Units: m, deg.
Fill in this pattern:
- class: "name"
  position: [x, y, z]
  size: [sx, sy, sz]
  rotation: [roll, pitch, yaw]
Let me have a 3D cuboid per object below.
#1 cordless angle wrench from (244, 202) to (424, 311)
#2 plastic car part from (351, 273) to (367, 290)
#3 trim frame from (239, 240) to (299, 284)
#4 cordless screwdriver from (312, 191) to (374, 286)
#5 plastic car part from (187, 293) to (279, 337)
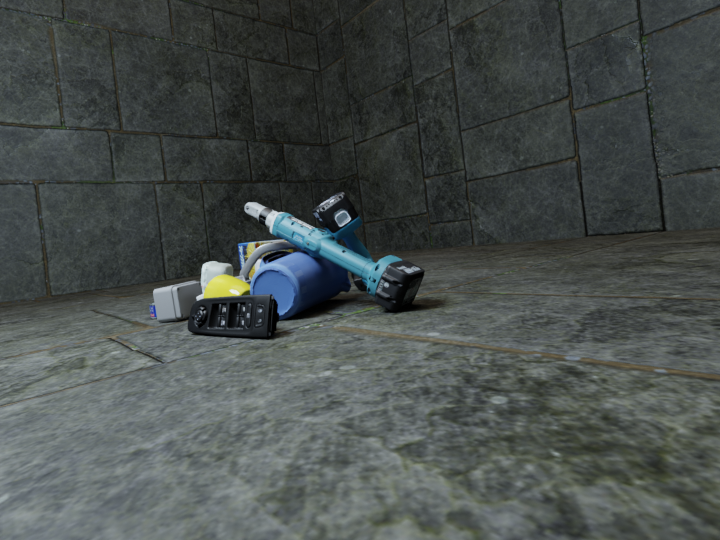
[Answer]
- class: "cordless angle wrench"
  position: [-0.083, -0.054, 0.847]
  size: [0.444, 0.074, 0.094]
  rotation: [28, 19, 28]
- class: "plastic car part"
  position: [0.033, 0.025, 1.065]
  size: [0.119, 0.065, 0.071]
  rotation: [-9, 16, 12]
- class: "trim frame"
  position: [-0.175, 0.002, 1.050]
  size: [0.242, 0.180, 0.029]
  rotation: [-6, 36, -18]
- class: "cordless screwdriver"
  position: [-0.003, -0.050, 0.924]
  size: [0.074, 0.243, 0.164]
  rotation: [-35, 15, -7]
- class: "plastic car part"
  position: [-0.210, 0.076, 0.708]
  size: [0.211, 0.067, 0.064]
  rotation: [-4, -7, 30]
